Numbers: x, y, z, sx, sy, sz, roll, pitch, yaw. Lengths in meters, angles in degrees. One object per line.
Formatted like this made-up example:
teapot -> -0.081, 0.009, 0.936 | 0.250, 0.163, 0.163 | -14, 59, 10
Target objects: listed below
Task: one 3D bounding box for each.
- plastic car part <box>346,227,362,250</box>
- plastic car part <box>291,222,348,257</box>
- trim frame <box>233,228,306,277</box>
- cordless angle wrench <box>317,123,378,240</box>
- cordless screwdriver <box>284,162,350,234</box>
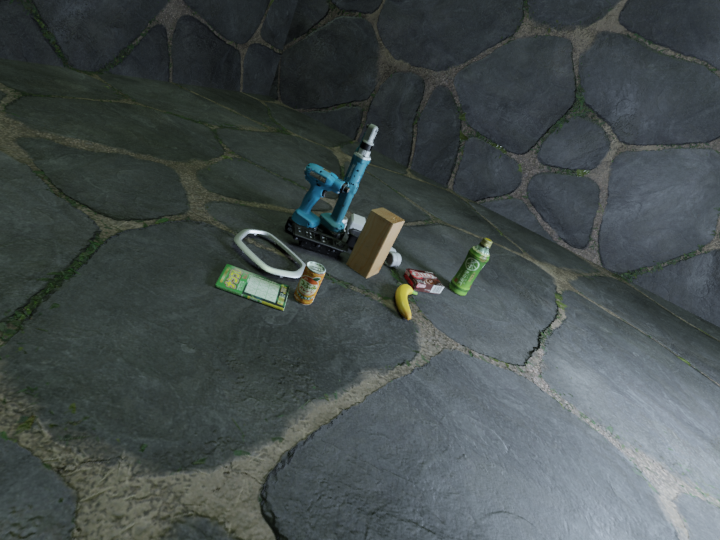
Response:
plastic car part -> -0.004, -0.100, 1.499 | 0.113, 0.070, 0.068 | 16, 27, -17
plastic car part -> -0.134, -0.088, 1.374 | 0.196, 0.066, 0.069 | 14, 27, -18
trim frame -> -0.264, -0.052, 1.245 | 0.261, 0.027, 0.177 | 37, 29, 26
cordless angle wrench -> -0.037, -0.291, 1.436 | 0.103, 0.420, 0.071 | 40, 28, 28
cordless screwdriver -> -0.144, -0.212, 1.397 | 0.164, 0.247, 0.073 | 32, 26, 14
